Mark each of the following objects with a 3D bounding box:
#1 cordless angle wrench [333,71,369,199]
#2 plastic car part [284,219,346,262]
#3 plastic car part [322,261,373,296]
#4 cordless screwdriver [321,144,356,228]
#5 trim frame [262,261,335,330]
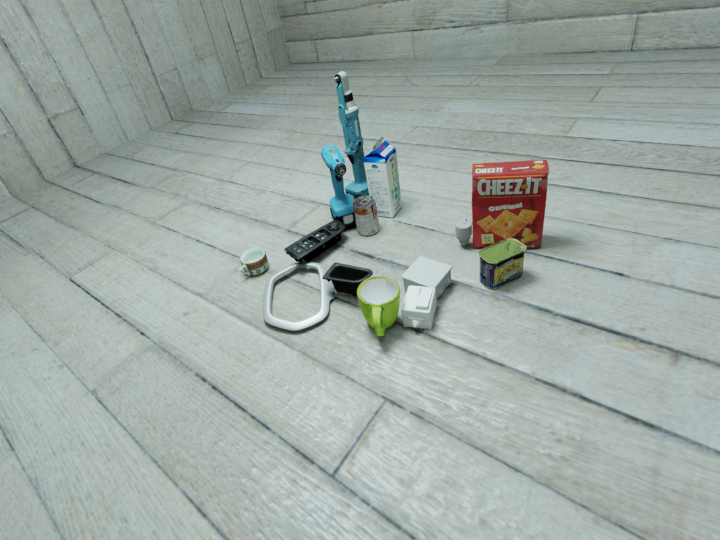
[{"bbox_3d":[-0.021,-0.387,1.287,0.096,0.406,0.079,-34,41,-28],"label":"cordless angle wrench"},{"bbox_3d":[-0.118,-0.077,1.207,0.070,0.064,0.200,24,51,39],"label":"plastic car part"},{"bbox_3d":[-0.024,0.030,1.037,0.122,0.068,0.065,12,43,30],"label":"plastic car part"},{"bbox_3d":[-0.056,-0.229,1.236,0.074,0.239,0.167,-17,36,-7],"label":"cordless screwdriver"},{"bbox_3d":[-0.158,0.060,1.078,0.185,0.026,0.257,-12,37,3],"label":"trim frame"}]
